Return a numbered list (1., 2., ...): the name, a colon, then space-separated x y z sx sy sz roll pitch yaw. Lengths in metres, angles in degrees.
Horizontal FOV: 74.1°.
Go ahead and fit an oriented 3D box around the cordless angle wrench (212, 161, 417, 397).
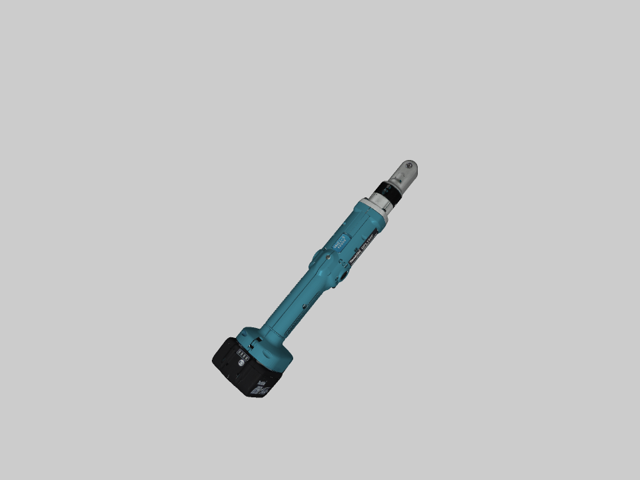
1. cordless angle wrench: 0.014 0.040 0.635 0.074 0.422 0.098 36 -10 23
